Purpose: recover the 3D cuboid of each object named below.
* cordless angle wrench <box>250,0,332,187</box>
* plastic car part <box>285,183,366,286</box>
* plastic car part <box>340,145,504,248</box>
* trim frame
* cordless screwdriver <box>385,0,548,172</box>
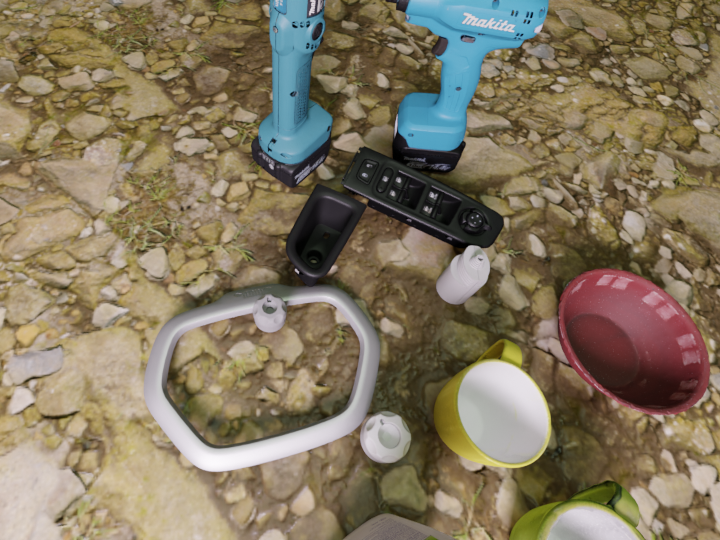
[{"bbox_3d":[-0.061,-0.246,0.414,0.076,0.417,0.097,39,63,9],"label":"cordless angle wrench"},{"bbox_3d":[-0.049,-0.032,0.496,0.067,0.070,0.117,24,62,4],"label":"plastic car part"},{"bbox_3d":[0.075,-0.079,0.537,0.206,0.066,0.066,24,62,7],"label":"plastic car part"},{"bbox_3d":[-0.097,0.097,0.446,0.244,0.027,0.191,-13,64,-12],"label":"trim frame"},{"bbox_3d":[0.088,-0.230,0.518,0.158,0.245,0.076,10,63,-4],"label":"cordless screwdriver"}]
